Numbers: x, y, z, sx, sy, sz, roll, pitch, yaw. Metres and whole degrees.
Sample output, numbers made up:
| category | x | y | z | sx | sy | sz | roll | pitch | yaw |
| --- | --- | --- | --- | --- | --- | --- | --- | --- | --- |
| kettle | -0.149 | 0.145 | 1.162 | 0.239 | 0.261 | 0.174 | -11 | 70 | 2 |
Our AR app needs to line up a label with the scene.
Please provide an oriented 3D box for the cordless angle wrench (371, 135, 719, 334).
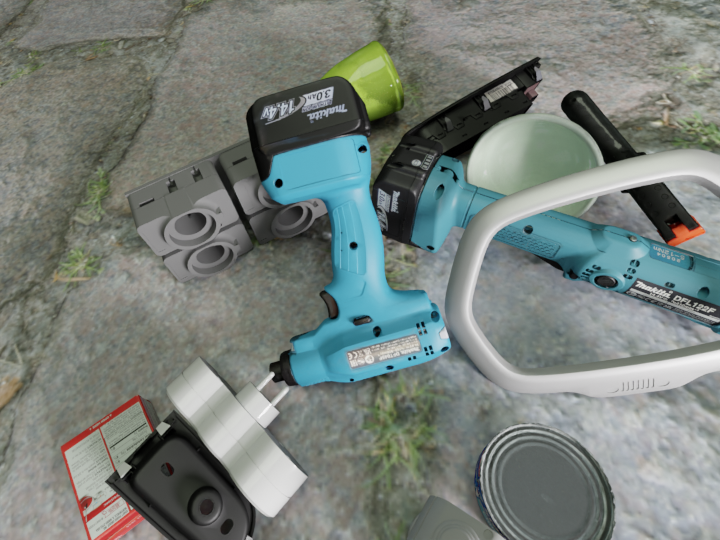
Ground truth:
| category | x | y | z | sx | sy | sz | roll | pitch | yaw |
| --- | --- | --- | --- | --- | --- | --- | --- | --- | --- |
| cordless angle wrench | 0.217 | -0.010 | 0.371 | 0.438 | 0.094 | 0.074 | 23 | 59 | 18 |

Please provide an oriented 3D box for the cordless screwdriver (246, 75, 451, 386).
| category | x | y | z | sx | sy | sz | roll | pitch | yaw |
| --- | --- | --- | --- | --- | --- | --- | --- | --- | --- |
| cordless screwdriver | -0.036 | -0.023 | 0.366 | 0.161 | 0.074 | 0.247 | -18 | 94 | 8 |

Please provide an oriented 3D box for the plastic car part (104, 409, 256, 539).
| category | x | y | z | sx | sy | sz | roll | pitch | yaw |
| --- | --- | --- | --- | --- | --- | --- | --- | --- | --- |
| plastic car part | -0.118 | 0.161 | 0.301 | 0.118 | 0.071 | 0.065 | 39 | 57 | 6 |

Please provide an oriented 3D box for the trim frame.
| category | x | y | z | sx | sy | sz | roll | pitch | yaw |
| --- | --- | --- | --- | --- | --- | --- | --- | --- | --- |
| trim frame | 0.192 | 0.012 | 0.328 | 0.254 | 0.027 | 0.184 | -16 | 91 | 17 |

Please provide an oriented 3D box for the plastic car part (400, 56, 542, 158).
| category | x | y | z | sx | sy | sz | roll | pitch | yaw |
| --- | --- | --- | --- | --- | --- | --- | --- | --- | --- |
| plastic car part | 0.139 | -0.180 | 0.514 | 0.201 | 0.066 | 0.068 | -27 | 84 | -10 |
